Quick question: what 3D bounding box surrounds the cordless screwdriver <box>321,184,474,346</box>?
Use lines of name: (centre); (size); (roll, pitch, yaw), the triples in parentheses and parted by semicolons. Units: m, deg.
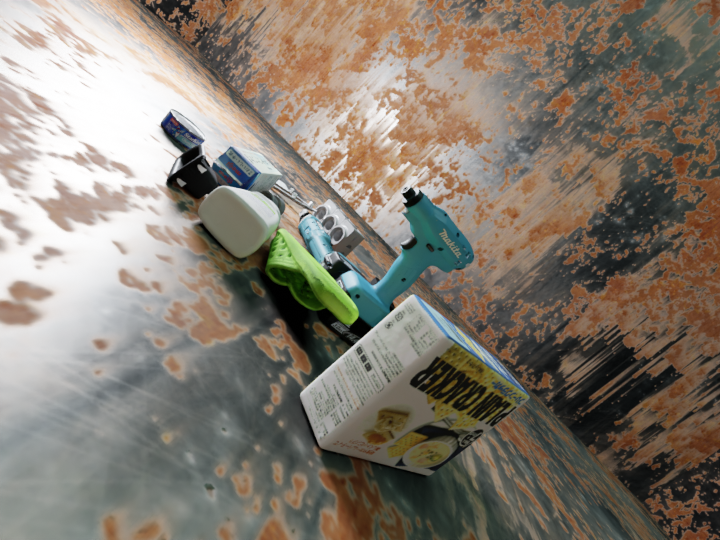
cordless screwdriver: (0.038, -0.005, 0.659); (0.153, 0.250, 0.077); (47, 10, -22)

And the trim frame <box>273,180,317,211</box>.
trim frame: (-0.213, -0.222, 1.091); (0.241, 0.027, 0.190); (30, 6, -18)

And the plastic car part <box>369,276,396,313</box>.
plastic car part: (0.040, 0.066, 0.965); (0.064, 0.067, 0.208); (35, 9, -17)

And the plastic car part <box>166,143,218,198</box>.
plastic car part: (-0.252, -0.150, 0.662); (0.068, 0.066, 0.121); (57, 0, -29)

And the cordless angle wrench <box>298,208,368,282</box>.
cordless angle wrench: (-0.090, -0.059, 0.917); (0.093, 0.074, 0.441); (41, 8, -28)
